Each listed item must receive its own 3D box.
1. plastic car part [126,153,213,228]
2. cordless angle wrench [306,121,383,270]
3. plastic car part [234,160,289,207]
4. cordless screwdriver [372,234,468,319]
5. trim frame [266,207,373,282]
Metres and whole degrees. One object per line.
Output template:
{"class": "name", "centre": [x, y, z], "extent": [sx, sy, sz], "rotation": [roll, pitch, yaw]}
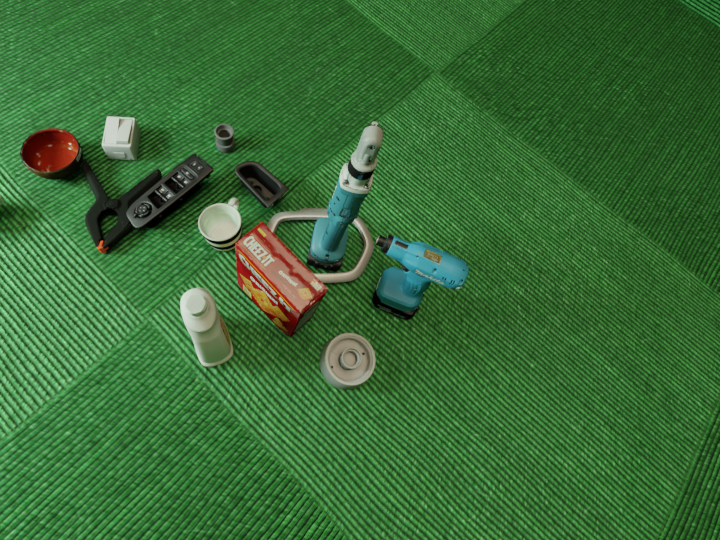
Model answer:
{"class": "plastic car part", "centre": [-0.406, -0.161, 0.902], "extent": [0.067, 0.067, 0.201], "rotation": [41, 67, 6]}
{"class": "cordless angle wrench", "centre": [-0.030, -0.110, 0.746], "extent": [0.073, 0.421, 0.099], "rotation": [12, 68, -10]}
{"class": "plastic car part", "centre": [-0.224, -0.185, 0.938], "extent": [0.118, 0.070, 0.065], "rotation": [43, 67, 8]}
{"class": "cordless screwdriver", "centre": [0.078, 0.012, 0.807], "extent": [0.159, 0.247, 0.075], "rotation": [25, 67, -3]}
{"class": "trim frame", "centre": [-0.091, -0.059, 0.930], "extent": [0.245, 0.027, 0.189], "rotation": [-2, 68, -10]}
